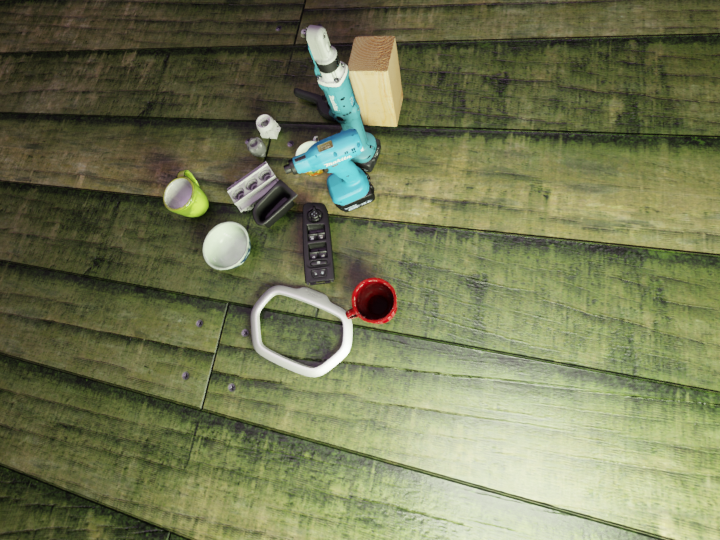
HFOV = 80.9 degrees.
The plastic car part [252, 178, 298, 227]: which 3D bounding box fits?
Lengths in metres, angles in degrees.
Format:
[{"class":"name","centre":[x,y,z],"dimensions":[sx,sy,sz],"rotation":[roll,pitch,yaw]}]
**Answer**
[{"class":"plastic car part","centre":[-0.207,-0.152,1.032],"dimensions":[0.116,0.068,0.068],"rotation":[-46,70,-2]}]

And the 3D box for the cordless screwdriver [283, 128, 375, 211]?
[{"class":"cordless screwdriver","centre":[-0.058,-0.202,0.914],"dimensions":[0.161,0.240,0.076],"rotation":[-19,73,6]}]

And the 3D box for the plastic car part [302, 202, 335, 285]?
[{"class":"plastic car part","centre":[-0.095,-0.062,0.977],"dimensions":[0.067,0.064,0.207],"rotation":[-10,72,10]}]

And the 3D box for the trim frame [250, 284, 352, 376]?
[{"class":"trim frame","centre":[-0.137,0.129,0.951],"dimensions":[0.257,0.026,0.185],"rotation":[18,79,19]}]

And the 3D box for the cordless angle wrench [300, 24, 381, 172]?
[{"class":"cordless angle wrench","centre":[-0.034,-0.329,0.856],"dimensions":[0.101,0.408,0.074],"rotation":[19,80,15]}]
